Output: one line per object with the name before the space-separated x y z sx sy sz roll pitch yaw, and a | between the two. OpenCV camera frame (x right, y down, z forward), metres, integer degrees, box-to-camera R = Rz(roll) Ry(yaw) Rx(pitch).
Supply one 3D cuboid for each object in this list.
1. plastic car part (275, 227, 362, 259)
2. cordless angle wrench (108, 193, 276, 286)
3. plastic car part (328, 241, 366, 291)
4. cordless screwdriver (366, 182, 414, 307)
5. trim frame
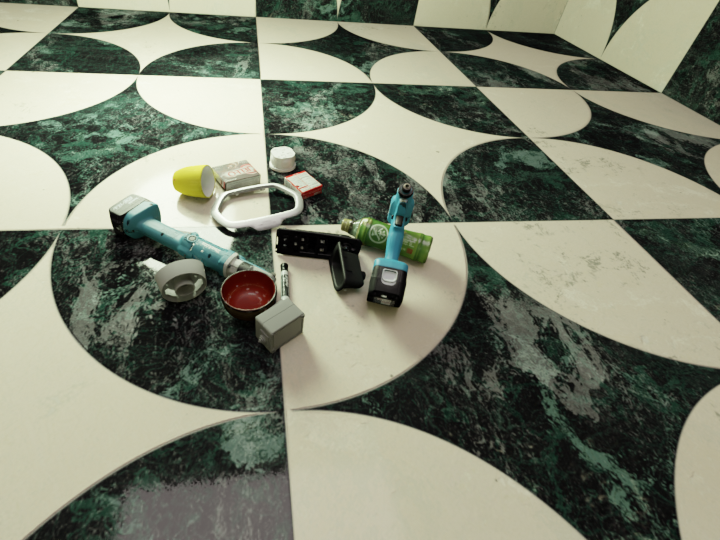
plastic car part | -0.099 -0.065 1.015 0.204 0.065 0.067 8 17 3
cordless angle wrench | -0.381 -0.055 0.962 0.435 0.072 0.097 24 45 15
plastic car part | -0.025 0.002 0.953 0.068 0.065 0.121 7 44 -24
cordless screwdriver | 0.073 -0.055 0.901 0.075 0.155 0.252 11 68 3
trim frame | -0.273 -0.172 1.124 0.242 0.027 0.194 -15 46 -22
